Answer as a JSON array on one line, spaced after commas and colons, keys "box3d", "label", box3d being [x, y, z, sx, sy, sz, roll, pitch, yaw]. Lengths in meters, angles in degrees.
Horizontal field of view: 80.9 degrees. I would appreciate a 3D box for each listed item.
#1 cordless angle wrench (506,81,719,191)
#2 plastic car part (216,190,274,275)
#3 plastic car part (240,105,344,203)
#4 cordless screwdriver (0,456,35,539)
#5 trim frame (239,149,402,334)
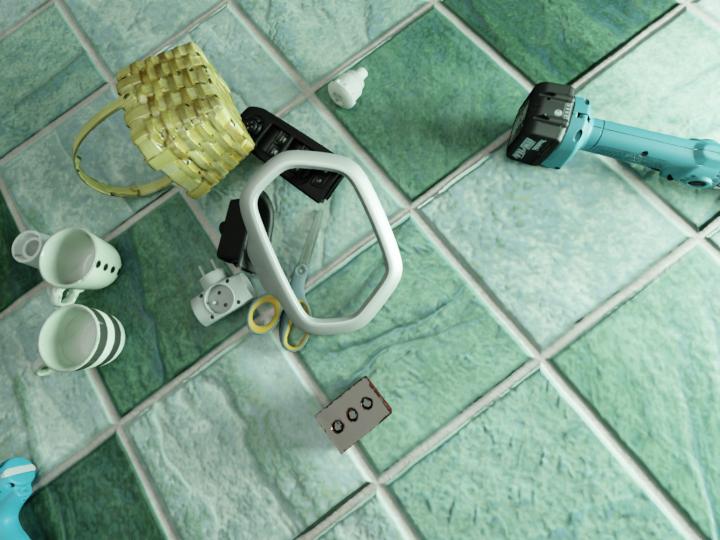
[{"box3d": [0.408, -0.129, 0.510, 0.431, 0.096, 0.074, 17, 83, 9], "label": "cordless angle wrench"}, {"box3d": [-0.168, -0.053, 0.598, 0.073, 0.063, 0.118, -3, 72, 21], "label": "plastic car part"}, {"box3d": [-0.102, -0.171, 0.607, 0.210, 0.064, 0.066, 37, 102, 19], "label": "plastic car part"}, {"box3d": [-0.440, 0.384, 0.515, 0.159, 0.072, 0.258, -41, 70, -3], "label": "cordless screwdriver"}, {"box3d": [-0.053, -0.035, 0.543, 0.184, 0.028, 0.245, -24, 98, 2], "label": "trim frame"}]
